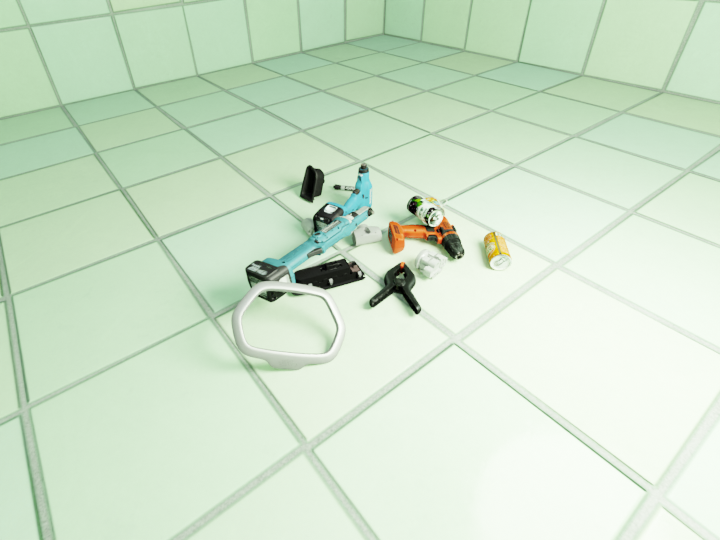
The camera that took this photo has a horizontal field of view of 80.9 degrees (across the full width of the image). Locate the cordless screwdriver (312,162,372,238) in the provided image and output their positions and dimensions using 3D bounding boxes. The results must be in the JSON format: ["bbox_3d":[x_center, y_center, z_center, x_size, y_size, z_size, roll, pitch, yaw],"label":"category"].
[{"bbox_3d":[-0.042,-0.203,1.257,0.078,0.154,0.246,22,47,24],"label":"cordless screwdriver"}]

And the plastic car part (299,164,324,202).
[{"bbox_3d":[-0.151,-0.293,1.418,0.069,0.115,0.068,30,24,32],"label":"plastic car part"}]

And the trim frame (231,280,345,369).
[{"bbox_3d":[-0.151,0.116,0.906,0.243,0.027,0.188,8,67,-14],"label":"trim frame"}]

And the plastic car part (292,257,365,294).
[{"bbox_3d":[-0.090,0.013,1.077,0.200,0.065,0.070,-18,49,-13],"label":"plastic car part"}]

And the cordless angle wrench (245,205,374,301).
[{"bbox_3d":[-0.106,-0.070,1.089,0.103,0.072,0.415,17,42,37],"label":"cordless angle wrench"}]
